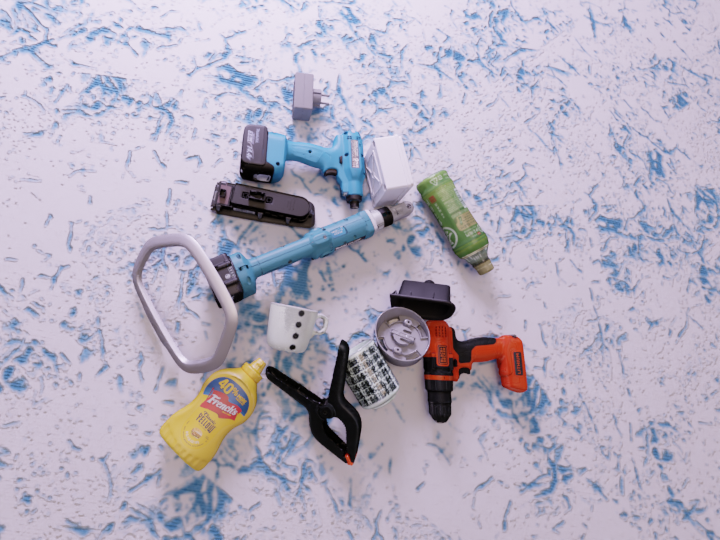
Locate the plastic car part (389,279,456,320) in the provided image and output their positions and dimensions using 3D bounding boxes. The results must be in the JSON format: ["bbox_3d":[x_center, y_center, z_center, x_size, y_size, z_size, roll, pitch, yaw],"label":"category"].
[{"bbox_3d":[0.119,0.049,0.798,0.120,0.063,0.072,2,46,16],"label":"plastic car part"}]

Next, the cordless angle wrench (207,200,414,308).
[{"bbox_3d":[-0.077,-0.051,0.790,0.415,0.098,0.076,-24,81,-18],"label":"cordless angle wrench"}]

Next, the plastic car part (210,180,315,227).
[{"bbox_3d":[-0.180,-0.131,0.808,0.199,0.067,0.067,12,69,-10],"label":"plastic car part"}]

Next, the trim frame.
[{"bbox_3d":[-0.296,0.052,0.703,0.186,0.027,0.253,-38,80,20],"label":"trim frame"}]

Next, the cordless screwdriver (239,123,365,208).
[{"bbox_3d":[-0.111,-0.201,0.830,0.243,0.075,0.161,0,77,-14],"label":"cordless screwdriver"}]
